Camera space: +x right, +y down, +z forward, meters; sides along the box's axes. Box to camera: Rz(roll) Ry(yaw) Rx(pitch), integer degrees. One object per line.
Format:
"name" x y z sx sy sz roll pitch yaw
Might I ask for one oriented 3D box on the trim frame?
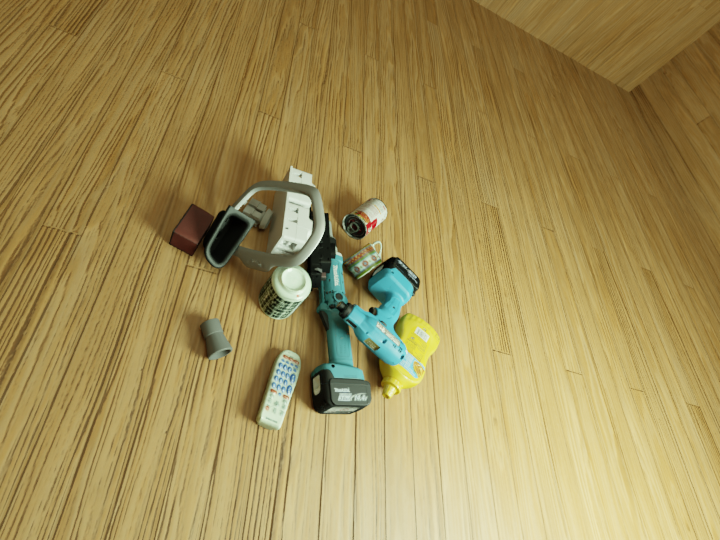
"trim frame" -0.173 -0.089 0.816 0.026 0.260 0.185 40 65 -57

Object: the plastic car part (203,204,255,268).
"plastic car part" -0.270 -0.071 0.821 0.062 0.116 0.075 34 1 -41

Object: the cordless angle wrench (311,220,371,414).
"cordless angle wrench" -0.057 0.067 0.871 0.094 0.075 0.437 9 54 -25

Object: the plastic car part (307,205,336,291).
"plastic car part" -0.087 -0.057 0.886 0.067 0.064 0.210 -7 53 -4

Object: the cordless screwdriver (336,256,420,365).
"cordless screwdriver" 0.039 0.060 0.876 0.156 0.075 0.250 41 34 -11
